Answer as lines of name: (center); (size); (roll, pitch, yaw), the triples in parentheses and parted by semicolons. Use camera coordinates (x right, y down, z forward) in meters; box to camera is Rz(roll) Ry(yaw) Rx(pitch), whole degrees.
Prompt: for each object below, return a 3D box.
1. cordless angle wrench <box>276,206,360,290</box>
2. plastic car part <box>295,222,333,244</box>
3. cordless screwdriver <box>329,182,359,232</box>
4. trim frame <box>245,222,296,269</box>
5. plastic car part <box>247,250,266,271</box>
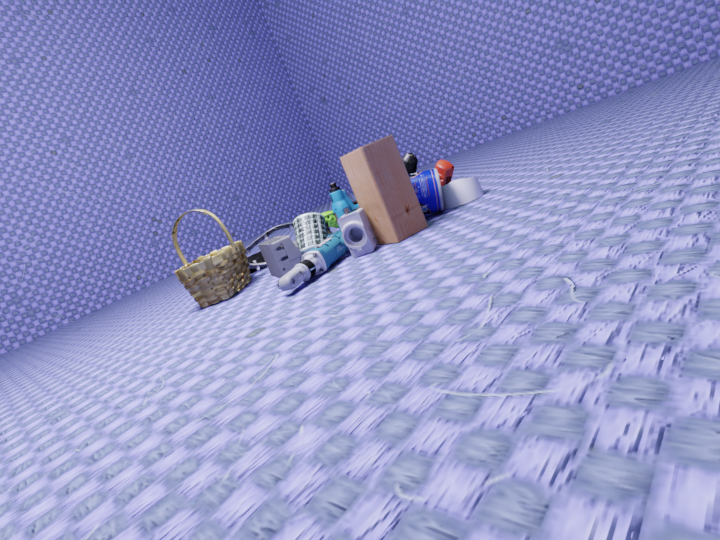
cordless angle wrench: (-0.054, -0.058, 0.953); (0.101, 0.073, 0.416); (-16, 16, 32)
plastic car part: (-0.113, -0.074, 1.153); (0.114, 0.064, 0.075); (-32, 27, -24)
cordless screwdriver: (0.034, -0.204, 1.195); (0.244, 0.157, 0.077); (-24, 8, -18)
trim frame: (-0.243, -0.067, 1.215); (0.252, 0.028, 0.175); (-35, -20, 23)
plastic car part: (-0.296, -0.047, 1.340); (0.200, 0.066, 0.068); (-31, 11, -18)
